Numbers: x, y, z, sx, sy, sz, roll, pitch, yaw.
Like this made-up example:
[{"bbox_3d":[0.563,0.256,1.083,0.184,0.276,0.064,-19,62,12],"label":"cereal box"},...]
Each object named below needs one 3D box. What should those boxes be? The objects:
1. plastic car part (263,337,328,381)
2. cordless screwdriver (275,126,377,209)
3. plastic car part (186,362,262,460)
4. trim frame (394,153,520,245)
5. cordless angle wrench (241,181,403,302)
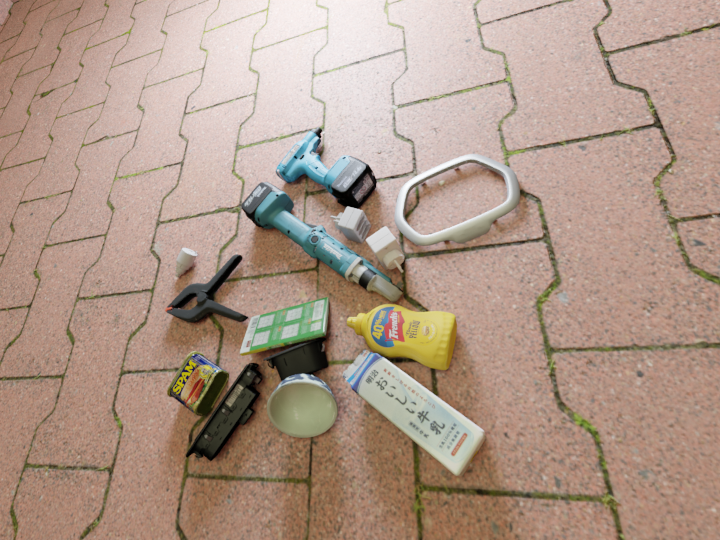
[{"bbox_3d":[-0.113,0.178,0.800,0.118,0.064,0.073,-20,75,9],"label":"plastic car part"},{"bbox_3d":[-0.072,-0.248,0.983,0.263,0.070,0.159,29,79,35],"label":"cordless screwdriver"},{"bbox_3d":[-0.249,0.276,0.807,0.068,0.065,0.202,37,81,5],"label":"plastic car part"},{"bbox_3d":[0.187,-0.141,0.847,0.251,0.026,0.192,-23,58,9],"label":"trim frame"},{"bbox_3d":[-0.088,-0.057,0.898,0.445,0.071,0.098,35,82,30],"label":"cordless angle wrench"}]
